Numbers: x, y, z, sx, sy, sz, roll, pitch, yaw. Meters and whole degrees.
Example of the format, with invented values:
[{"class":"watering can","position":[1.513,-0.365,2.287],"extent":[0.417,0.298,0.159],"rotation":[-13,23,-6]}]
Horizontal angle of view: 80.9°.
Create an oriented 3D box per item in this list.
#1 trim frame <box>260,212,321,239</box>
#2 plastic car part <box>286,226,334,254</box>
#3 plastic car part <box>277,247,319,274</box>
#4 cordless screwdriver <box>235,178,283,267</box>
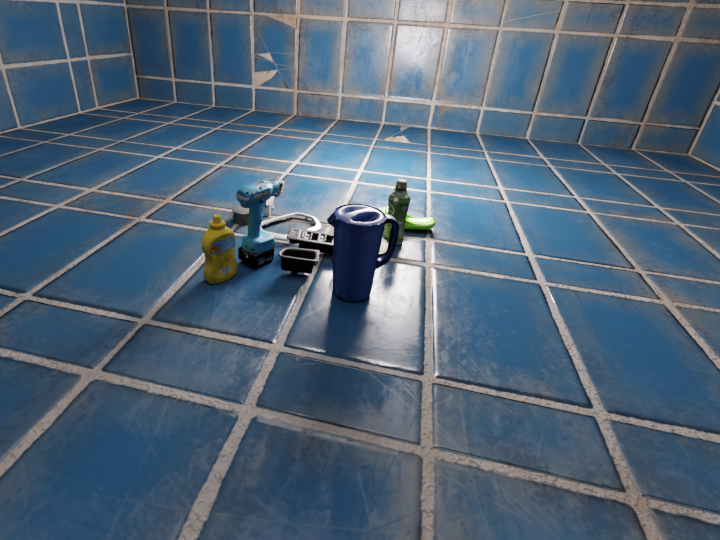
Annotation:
[{"class":"trim frame","position":[-0.251,-0.156,1.478],"extent":[0.195,0.027,0.241],"rotation":[28,38,35]},{"class":"plastic car part","position":[-0.130,-0.085,1.333],"extent":[0.204,0.065,0.067],"rotation":[6,30,3]},{"class":"plastic car part","position":[-0.179,-0.022,1.217],"extent":[0.117,0.069,0.067],"rotation":[4,30,-1]},{"class":"cordless screwdriver","position":[-0.289,-0.143,1.241],"extent":[0.078,0.243,0.155],"rotation":[23,34,27]}]
